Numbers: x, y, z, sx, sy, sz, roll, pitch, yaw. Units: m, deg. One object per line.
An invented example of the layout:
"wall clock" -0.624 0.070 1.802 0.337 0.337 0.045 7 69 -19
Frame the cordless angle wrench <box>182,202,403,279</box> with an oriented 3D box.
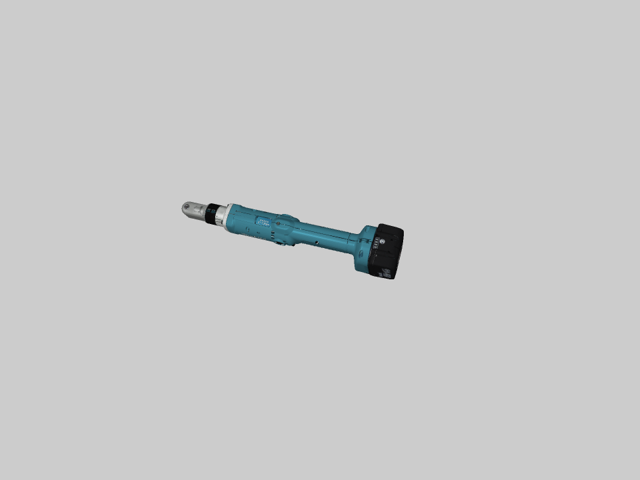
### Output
"cordless angle wrench" -0.065 -0.018 0.776 0.423 0.074 0.098 13 -16 13
